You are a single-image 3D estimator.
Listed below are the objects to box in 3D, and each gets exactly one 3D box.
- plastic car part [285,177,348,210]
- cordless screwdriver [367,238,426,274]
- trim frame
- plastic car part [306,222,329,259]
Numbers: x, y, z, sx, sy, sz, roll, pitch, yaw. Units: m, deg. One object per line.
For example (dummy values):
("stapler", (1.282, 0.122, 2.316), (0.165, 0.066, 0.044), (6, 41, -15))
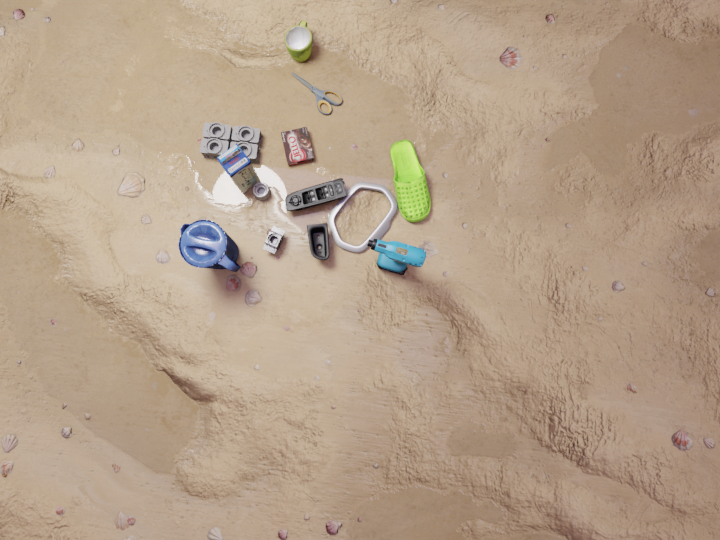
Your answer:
("plastic car part", (-0.146, -0.238, 1.368), (0.203, 0.066, 0.067), (-15, 85, -1))
("cordless screwdriver", (0.088, -0.046, 1.247), (0.160, 0.247, 0.074), (17, 85, -1))
("trim frame", (0.007, -0.175, 1.376), (0.186, 0.027, 0.248), (38, 85, 5))
("plastic car part", (-0.131, -0.086, 1.345), (0.066, 0.070, 0.117), (-6, 83, -3))
